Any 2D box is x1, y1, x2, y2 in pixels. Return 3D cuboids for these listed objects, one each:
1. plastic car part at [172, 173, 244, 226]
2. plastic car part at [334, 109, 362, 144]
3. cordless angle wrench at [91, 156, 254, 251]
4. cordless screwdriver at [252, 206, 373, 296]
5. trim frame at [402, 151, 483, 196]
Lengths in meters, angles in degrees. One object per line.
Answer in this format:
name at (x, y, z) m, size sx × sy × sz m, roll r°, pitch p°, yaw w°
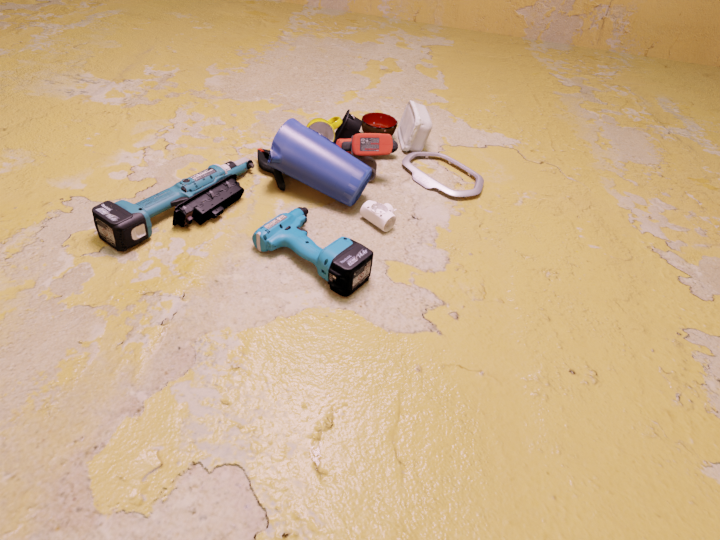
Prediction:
plastic car part at (-0.337, -0.160, 0.972) m, size 0.068 × 0.065 × 0.202 m, roll 29°, pitch 46°, yaw 7°
plastic car part at (-0.035, -0.408, 1.255) m, size 0.068 × 0.117 × 0.068 m, roll 25°, pitch 39°, yaw -20°
cordless angle wrench at (-0.405, -0.186, 0.989) m, size 0.102 × 0.072 × 0.417 m, roll 26°, pitch 44°, yaw 18°
cordless screwdriver at (-0.087, -0.057, 0.885) m, size 0.260 × 0.072 × 0.156 m, roll 26°, pitch 45°, yaw 25°
trim frame at (0.232, -0.275, 1.196) m, size 0.179 × 0.027 × 0.262 m, roll -25°, pitch 53°, yaw -31°
